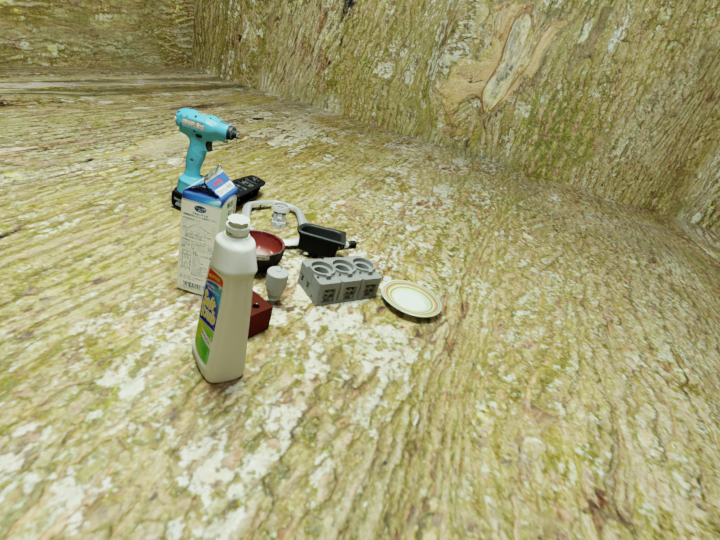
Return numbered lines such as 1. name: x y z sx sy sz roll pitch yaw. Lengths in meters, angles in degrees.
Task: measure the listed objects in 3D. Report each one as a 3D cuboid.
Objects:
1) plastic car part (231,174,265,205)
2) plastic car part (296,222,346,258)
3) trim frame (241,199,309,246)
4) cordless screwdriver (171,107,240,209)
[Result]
1. plastic car part: -0.325 -0.221 1.180 0.067 0.066 0.203 18 29 5
2. plastic car part: -0.097 -0.063 0.993 0.116 0.070 0.067 12 28 -4
3. trim frame: -0.217 -0.127 1.099 0.180 0.027 0.259 5 30 -16
4. cordless screwdriver: -0.379 -0.256 1.034 0.163 0.245 0.074 21 28 11
